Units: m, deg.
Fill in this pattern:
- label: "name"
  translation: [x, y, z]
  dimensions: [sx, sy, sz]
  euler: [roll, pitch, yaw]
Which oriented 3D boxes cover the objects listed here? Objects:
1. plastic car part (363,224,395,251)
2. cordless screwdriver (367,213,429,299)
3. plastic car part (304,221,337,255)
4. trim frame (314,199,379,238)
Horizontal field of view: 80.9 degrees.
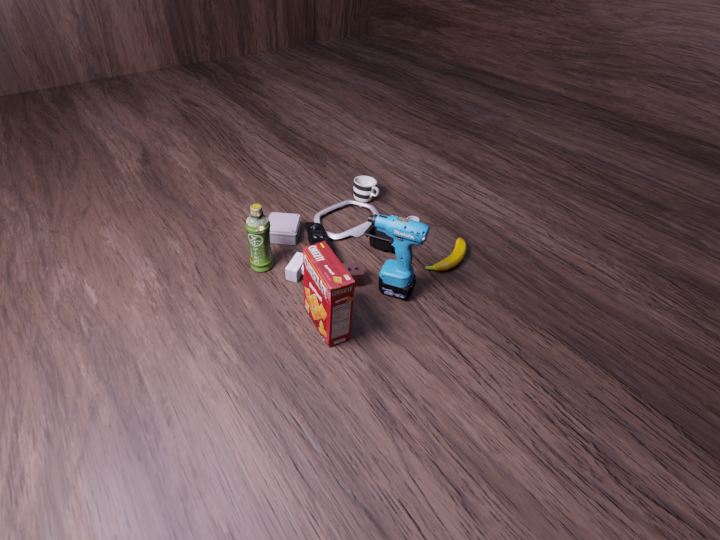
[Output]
- label: "plastic car part"
  translation: [0.074, -0.094, 1.349]
  dimensions: [0.121, 0.069, 0.065]
  euler: [22, 44, 22]
- label: "cordless screwdriver"
  translation: [0.089, -0.043, 1.160]
  dimensions: [0.165, 0.241, 0.074]
  euler: [19, 43, 17]
- label: "plastic car part"
  translation: [-0.131, -0.086, 1.341]
  dimensions: [0.065, 0.065, 0.213]
  euler: [-9, 42, -14]
- label: "trim frame"
  translation: [-0.048, -0.179, 1.477]
  dimensions: [0.242, 0.027, 0.195]
  euler: [-27, 48, -28]
